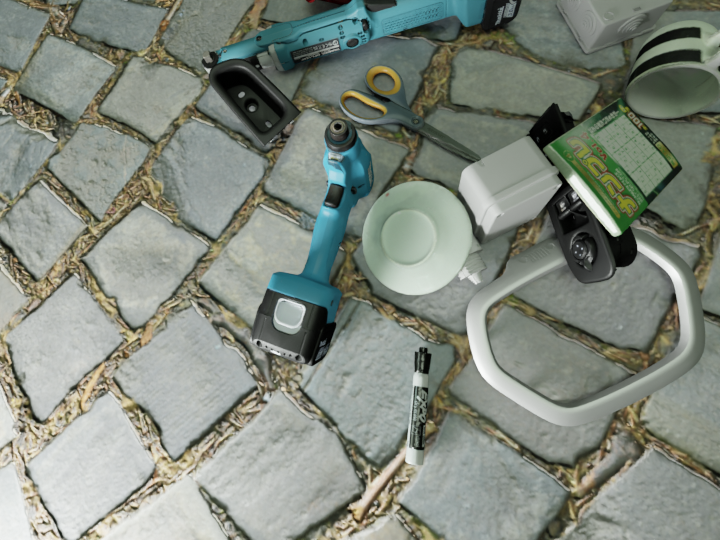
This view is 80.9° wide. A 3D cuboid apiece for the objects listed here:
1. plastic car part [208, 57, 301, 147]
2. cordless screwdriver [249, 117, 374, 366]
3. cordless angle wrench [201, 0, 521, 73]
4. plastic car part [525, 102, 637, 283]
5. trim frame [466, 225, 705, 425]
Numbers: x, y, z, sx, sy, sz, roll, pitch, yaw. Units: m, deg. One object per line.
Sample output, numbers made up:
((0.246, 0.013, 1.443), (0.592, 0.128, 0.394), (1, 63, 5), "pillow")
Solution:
((-0.142, -0.221, 0.563), (0.066, 0.071, 0.116), (-43, 91, -5), "plastic car part")
((-0.045, -0.029, 0.456), (0.076, 0.155, 0.250), (17, 82, 8), "cordless screwdriver")
((-0.013, -0.329, 0.567), (0.429, 0.095, 0.076), (-11, 77, 11), "cordless angle wrench")
((0.240, -0.081, 0.461), (0.066, 0.066, 0.208), (3, 66, -14), "plastic car part")
((0.239, 0.052, 0.457), (0.249, 0.027, 0.189), (-29, 75, 3), "trim frame")
